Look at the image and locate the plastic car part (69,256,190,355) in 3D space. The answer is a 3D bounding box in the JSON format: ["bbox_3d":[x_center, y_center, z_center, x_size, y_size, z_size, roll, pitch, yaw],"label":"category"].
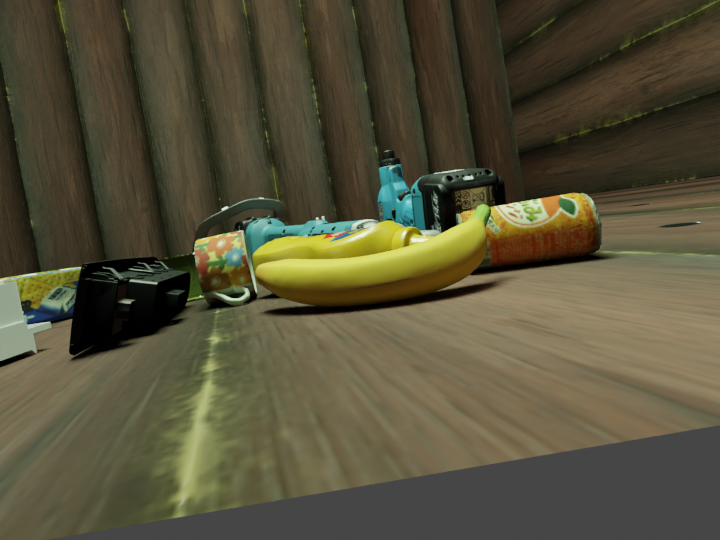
[{"bbox_3d":[-0.199,0.021,0.398,0.066,0.066,0.207,-1,4,-14],"label":"plastic car part"}]

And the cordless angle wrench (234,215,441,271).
[{"bbox_3d":[-0.058,-0.038,0.593,0.071,0.097,0.443,-8,7,-37],"label":"cordless angle wrench"}]

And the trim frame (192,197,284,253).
[{"bbox_3d":[-0.233,-0.061,0.817,0.178,0.028,0.247,-14,-25,-29],"label":"trim frame"}]

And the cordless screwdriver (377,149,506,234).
[{"bbox_3d":[0.081,-0.093,0.550,0.073,0.158,0.255,-10,7,-14],"label":"cordless screwdriver"}]
